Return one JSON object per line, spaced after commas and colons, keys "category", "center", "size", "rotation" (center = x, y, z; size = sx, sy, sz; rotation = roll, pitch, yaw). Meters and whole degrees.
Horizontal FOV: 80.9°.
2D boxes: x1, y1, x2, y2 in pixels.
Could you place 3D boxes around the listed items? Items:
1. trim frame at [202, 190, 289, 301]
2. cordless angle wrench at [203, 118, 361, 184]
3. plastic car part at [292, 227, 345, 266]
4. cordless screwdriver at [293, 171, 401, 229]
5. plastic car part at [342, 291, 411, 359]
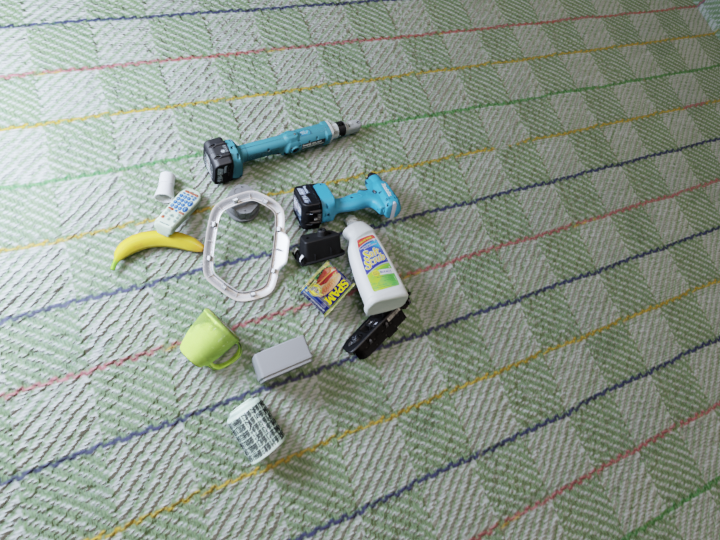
{"category": "trim frame", "center": [-0.251, -0.055, 0.940], "size": [0.179, 0.028, 0.250], "rotation": [8, 84, -17]}
{"category": "cordless angle wrench", "center": [-0.174, -0.318, 1.050], "size": [0.413, 0.098, 0.076], "rotation": [-23, 78, -23]}
{"category": "plastic car part", "center": [-0.096, -0.062, 0.977], "size": [0.114, 0.069, 0.070], "rotation": [-17, 37, -19]}
{"category": "cordless screwdriver", "center": [-0.041, -0.181, 1.032], "size": [0.244, 0.072, 0.167], "rotation": [-9, 45, -14]}
{"category": "plastic car part", "center": [0.042, 0.129, 0.965], "size": [0.200, 0.069, 0.065], "rotation": [-38, 112, -23]}
